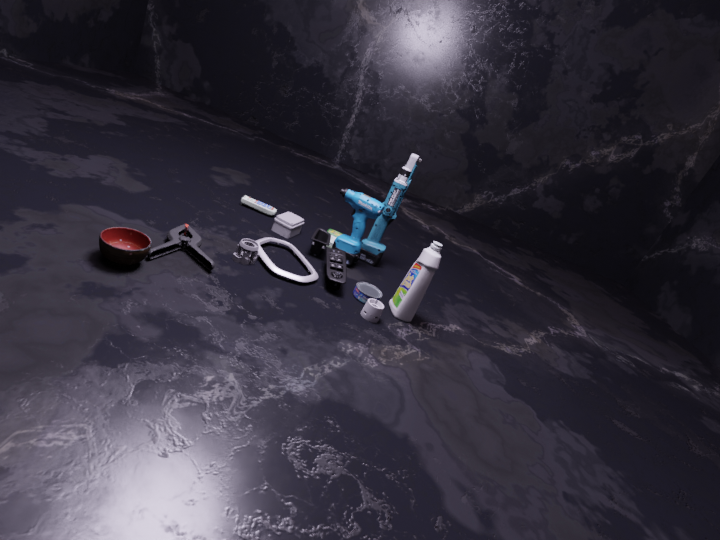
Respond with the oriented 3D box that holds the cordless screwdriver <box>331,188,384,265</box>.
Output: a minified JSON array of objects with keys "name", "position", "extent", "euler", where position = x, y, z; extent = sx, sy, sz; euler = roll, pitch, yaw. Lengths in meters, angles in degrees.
[{"name":"cordless screwdriver","position":[-0.036,-0.151,1.459],"extent":[0.164,0.247,0.072],"euler":[30,22,15]}]

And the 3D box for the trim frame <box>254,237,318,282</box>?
[{"name":"trim frame","position":[-0.230,-0.035,1.303],"extent":[0.175,0.027,0.263],"euler":[2,30,-40]}]

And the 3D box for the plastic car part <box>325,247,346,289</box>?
[{"name":"plastic car part","position":[-0.082,-0.002,1.316],"extent":[0.065,0.066,0.209],"euler":[18,22,-14]}]

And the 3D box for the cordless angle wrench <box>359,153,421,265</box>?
[{"name":"cordless angle wrench","position":[0.103,-0.218,1.513],"extent":[0.099,0.420,0.074],"euler":[27,21,5]}]

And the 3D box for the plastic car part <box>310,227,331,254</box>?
[{"name":"plastic car part","position":[-0.143,-0.093,1.461],"extent":[0.066,0.070,0.118],"euler":[22,22,-5]}]
